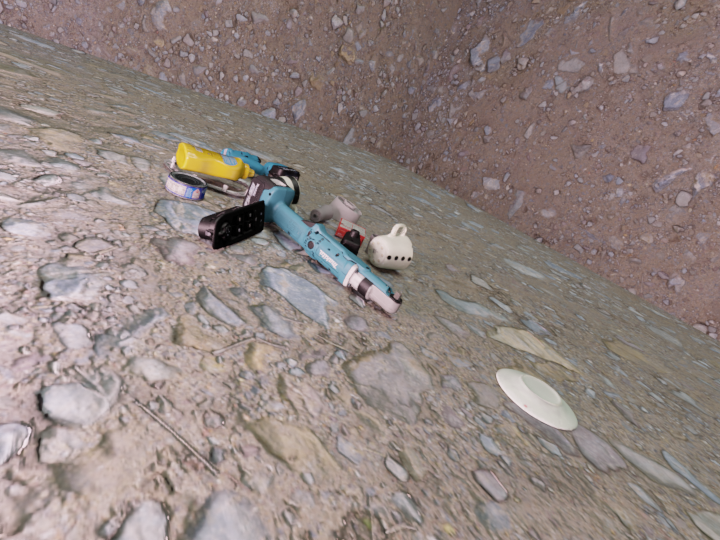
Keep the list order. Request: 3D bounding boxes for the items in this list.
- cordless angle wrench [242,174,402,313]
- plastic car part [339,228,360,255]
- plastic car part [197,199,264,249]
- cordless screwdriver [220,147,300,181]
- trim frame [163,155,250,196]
[{"bbox_3d":[-0.083,-0.054,0.851,0.445,0.097,0.071,40,24,30],"label":"cordless angle wrench"},{"bbox_3d":[-0.025,-0.055,0.924,0.066,0.070,0.118,24,22,-4],"label":"plastic car part"},{"bbox_3d":[-0.242,-0.093,0.798,0.068,0.065,0.203,15,19,4],"label":"plastic car part"},{"bbox_3d":[-0.290,-0.306,1.282,0.261,0.074,0.153,29,20,26],"label":"cordless screwdriver"},{"bbox_3d":[-0.379,-0.243,1.089,0.242,0.027,0.190,16,20,-15],"label":"trim frame"}]
